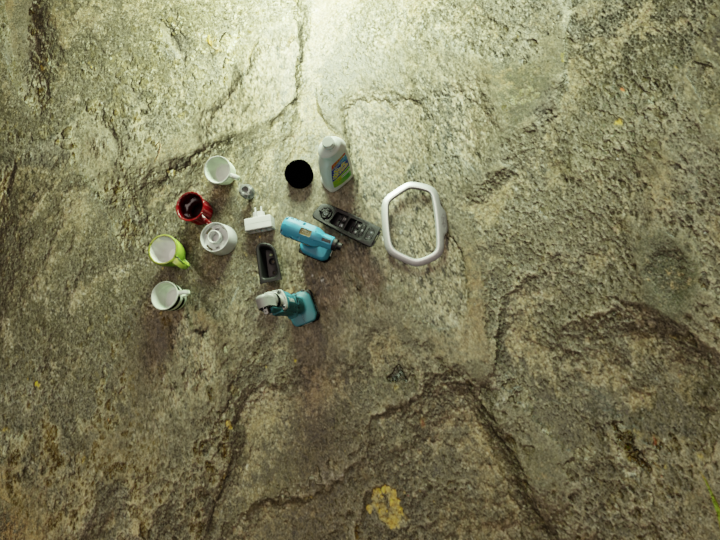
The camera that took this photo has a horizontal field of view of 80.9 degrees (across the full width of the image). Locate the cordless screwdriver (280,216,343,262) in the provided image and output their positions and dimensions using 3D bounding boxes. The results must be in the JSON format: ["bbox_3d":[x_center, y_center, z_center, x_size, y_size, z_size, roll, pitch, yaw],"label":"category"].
[{"bbox_3d":[-0.111,-0.073,1.135,0.163,0.243,0.074,21,85,9],"label":"cordless screwdriver"}]

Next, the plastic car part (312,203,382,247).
[{"bbox_3d":[-0.041,-0.132,1.225,0.208,0.065,0.066,27,86,13],"label":"plastic car part"}]

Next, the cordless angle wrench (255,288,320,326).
[{"bbox_3d":[-0.178,0.084,1.031,0.075,0.414,0.100,-21,81,2],"label":"cordless angle wrench"}]

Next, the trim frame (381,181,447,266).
[{"bbox_3d":[0.154,-0.134,1.211,0.187,0.027,0.252,-6,79,9],"label":"trim frame"}]

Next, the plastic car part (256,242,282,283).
[{"bbox_3d":[-0.264,-0.021,1.242,0.066,0.069,0.118,-12,79,5],"label":"plastic car part"}]
